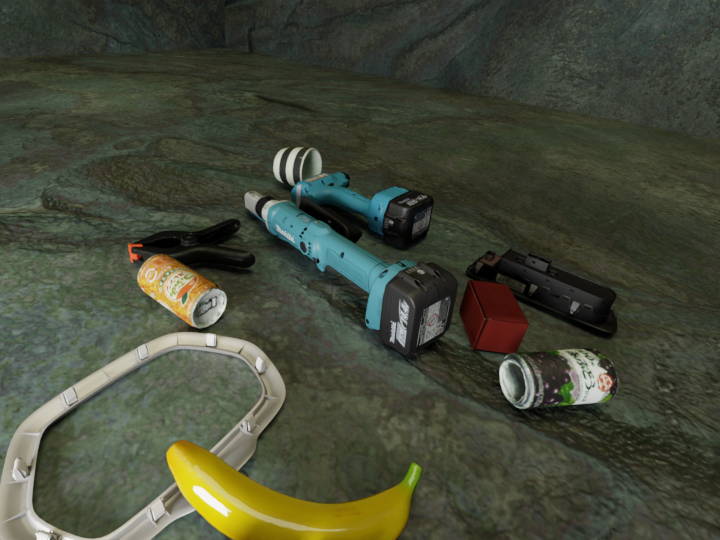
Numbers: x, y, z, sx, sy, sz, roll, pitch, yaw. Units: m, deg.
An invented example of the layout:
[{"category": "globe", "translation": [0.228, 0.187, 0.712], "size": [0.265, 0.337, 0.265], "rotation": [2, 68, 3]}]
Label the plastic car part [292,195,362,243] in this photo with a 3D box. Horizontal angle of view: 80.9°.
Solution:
[{"category": "plastic car part", "translation": [-0.046, -0.069, 0.692], "size": [0.123, 0.065, 0.068], "rotation": [34, 26, 31]}]

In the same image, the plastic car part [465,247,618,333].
[{"category": "plastic car part", "translation": [0.263, 0.016, 0.604], "size": [0.214, 0.066, 0.064], "rotation": [31, 31, 30]}]

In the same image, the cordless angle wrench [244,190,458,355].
[{"category": "cordless angle wrench", "translation": [-0.060, -0.039, 0.611], "size": [0.072, 0.095, 0.448], "rotation": [-21, 38, -34]}]

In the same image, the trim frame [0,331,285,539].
[{"category": "trim frame", "translation": [-0.180, 0.132, 0.376], "size": [0.193, 0.027, 0.242], "rotation": [25, 35, 25]}]

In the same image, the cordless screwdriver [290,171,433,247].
[{"category": "cordless screwdriver", "translation": [0.012, -0.131, 0.782], "size": [0.261, 0.072, 0.155], "rotation": [22, 35, 29]}]
